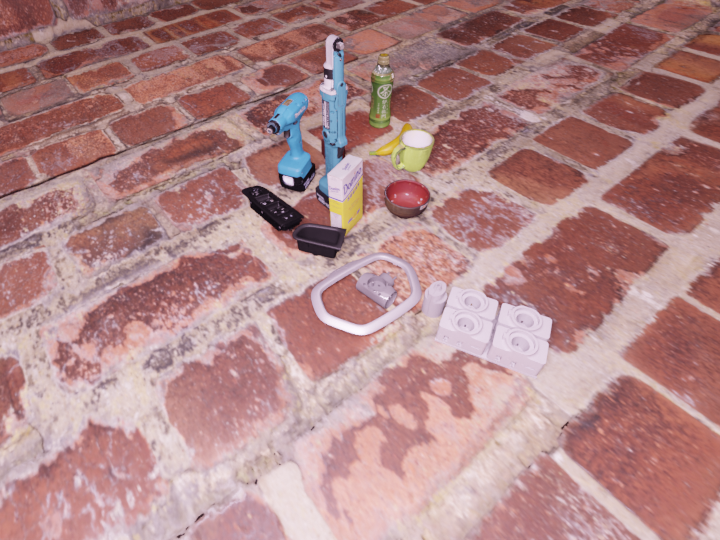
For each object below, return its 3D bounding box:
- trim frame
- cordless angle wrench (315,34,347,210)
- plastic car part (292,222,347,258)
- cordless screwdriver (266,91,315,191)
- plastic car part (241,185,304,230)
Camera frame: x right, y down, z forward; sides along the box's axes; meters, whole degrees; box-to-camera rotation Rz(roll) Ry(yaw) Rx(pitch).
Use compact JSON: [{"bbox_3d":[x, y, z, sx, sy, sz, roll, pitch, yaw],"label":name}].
[{"bbox_3d":[0.014,0.043,0.900,0.244,0.026,0.194,-31,54,-23],"label":"trim frame"},{"bbox_3d":[-0.059,-0.318,0.969,0.073,0.409,0.103,-31,56,-26],"label":"cordless angle wrench"},{"bbox_3d":[-0.095,-0.062,0.971,0.119,0.068,0.067,9,49,10],"label":"plastic car part"},{"bbox_3d":[-0.181,-0.309,1.080,0.077,0.241,0.159,18,51,14],"label":"cordless screwdriver"},{"bbox_3d":[-0.224,-0.153,1.062,0.065,0.065,0.214,-33,55,-25],"label":"plastic car part"}]
